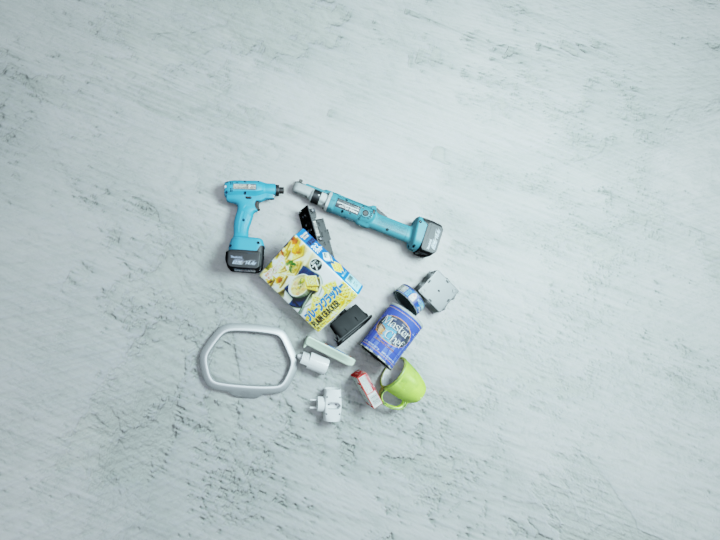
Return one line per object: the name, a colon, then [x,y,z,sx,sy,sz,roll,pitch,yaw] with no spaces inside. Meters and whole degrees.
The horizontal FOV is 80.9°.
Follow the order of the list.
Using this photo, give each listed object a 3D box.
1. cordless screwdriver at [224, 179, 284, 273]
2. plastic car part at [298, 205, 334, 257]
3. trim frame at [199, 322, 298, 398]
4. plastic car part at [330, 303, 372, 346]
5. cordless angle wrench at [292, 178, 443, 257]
cordless screwdriver: [-0.280,-0.120,1.117,0.157,0.074,0.252,-1,76,-9]
plastic car part: [-0.111,-0.073,1.139,0.064,0.068,0.205,-7,79,-36]
trim frame: [-0.283,0.229,1.076,0.245,0.027,0.186,5,78,-9]
plastic car part: [-0.035,0.135,1.112,0.115,0.065,0.073,-40,76,-16]
cordless angle wrench: [0.011,-0.152,1.164,0.422,0.074,0.098,21,78,-1]
